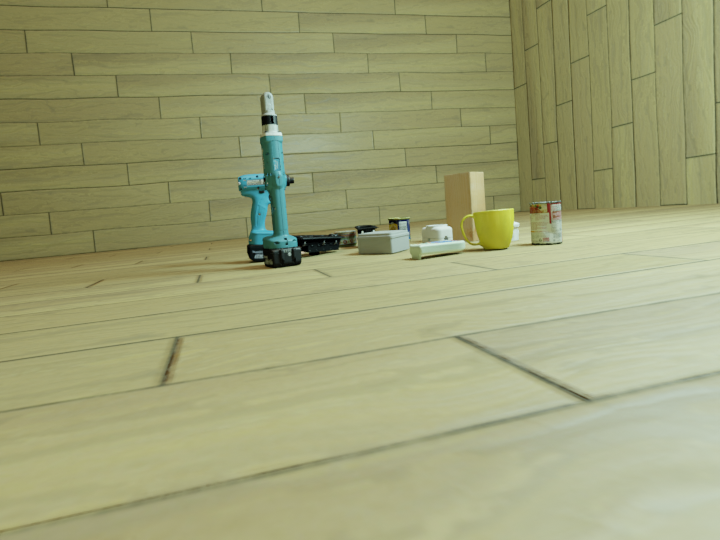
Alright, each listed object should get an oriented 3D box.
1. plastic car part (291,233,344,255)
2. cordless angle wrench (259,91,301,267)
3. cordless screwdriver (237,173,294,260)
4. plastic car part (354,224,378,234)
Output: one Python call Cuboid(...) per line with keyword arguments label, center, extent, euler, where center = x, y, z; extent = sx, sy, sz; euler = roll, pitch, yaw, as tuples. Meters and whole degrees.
Cuboid(label="plastic car part", center=(-0.123, -0.080, 1.254), extent=(0.069, 0.066, 0.195), euler=(0, 9, 41))
Cuboid(label="cordless angle wrench", center=(-0.210, -0.221, 1.036), extent=(0.072, 0.421, 0.102), euler=(-7, 5, -28))
Cuboid(label="cordless screwdriver", center=(-0.260, -0.153, 1.209), extent=(0.157, 0.247, 0.076), euler=(-6, 4, -10))
Cuboid(label="plastic car part", center=(0.018, -0.112, 1.382), extent=(0.065, 0.070, 0.118), euler=(-6, 7, -7))
